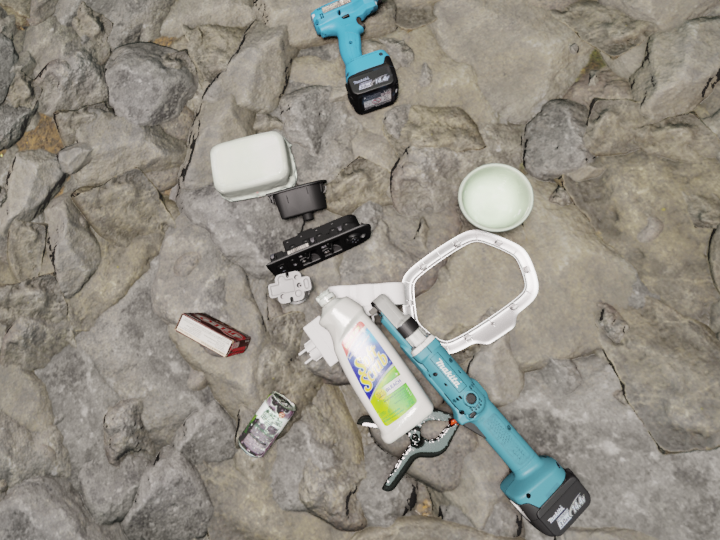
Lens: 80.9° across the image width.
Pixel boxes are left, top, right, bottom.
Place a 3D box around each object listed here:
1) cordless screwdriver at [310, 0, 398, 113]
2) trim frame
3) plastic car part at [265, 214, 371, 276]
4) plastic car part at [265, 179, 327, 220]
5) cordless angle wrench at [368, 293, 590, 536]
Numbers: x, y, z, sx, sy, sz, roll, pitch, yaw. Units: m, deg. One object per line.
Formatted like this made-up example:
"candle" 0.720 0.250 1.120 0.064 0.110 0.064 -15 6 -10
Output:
"cordless screwdriver" 0.012 -0.447 0.841 0.160 0.072 0.255 -22 74 4
"trim frame" 0.190 0.036 0.749 0.248 0.027 0.188 -34 78 0
"plastic car part" -0.078 -0.051 0.794 0.205 0.063 0.070 -19 54 6
"plastic car part" -0.115 -0.129 0.815 0.117 0.066 0.070 -11 96 3
"cordless angle wrench" 0.167 0.205 0.677 0.097 0.073 0.431 -39 80 -11
